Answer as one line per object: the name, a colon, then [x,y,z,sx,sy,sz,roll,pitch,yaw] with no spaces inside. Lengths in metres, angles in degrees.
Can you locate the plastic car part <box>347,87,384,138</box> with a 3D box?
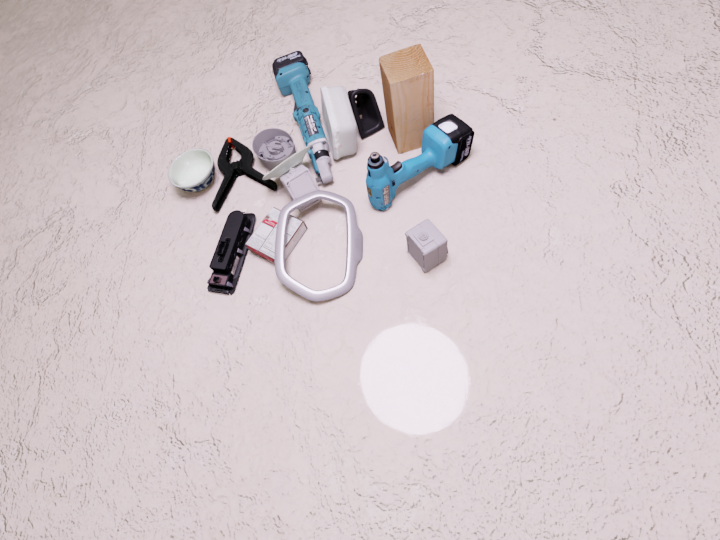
plastic car part: [0.003,-0.391,1.021,0.065,0.111,0.075,-29,37,-7]

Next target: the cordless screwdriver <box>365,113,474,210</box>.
cordless screwdriver: [0.116,-0.239,0.879,0.247,0.153,0.078,-34,63,-8]

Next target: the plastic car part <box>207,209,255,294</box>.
plastic car part: [-0.292,-0.053,0.940,0.069,0.064,0.206,2,61,21]

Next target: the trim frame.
trim frame: [-0.086,-0.057,0.884,0.185,0.027,0.254,-1,68,1]

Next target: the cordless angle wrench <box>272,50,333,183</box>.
cordless angle wrench: [-0.135,-0.388,1.072,0.098,0.071,0.439,-20,62,2]
